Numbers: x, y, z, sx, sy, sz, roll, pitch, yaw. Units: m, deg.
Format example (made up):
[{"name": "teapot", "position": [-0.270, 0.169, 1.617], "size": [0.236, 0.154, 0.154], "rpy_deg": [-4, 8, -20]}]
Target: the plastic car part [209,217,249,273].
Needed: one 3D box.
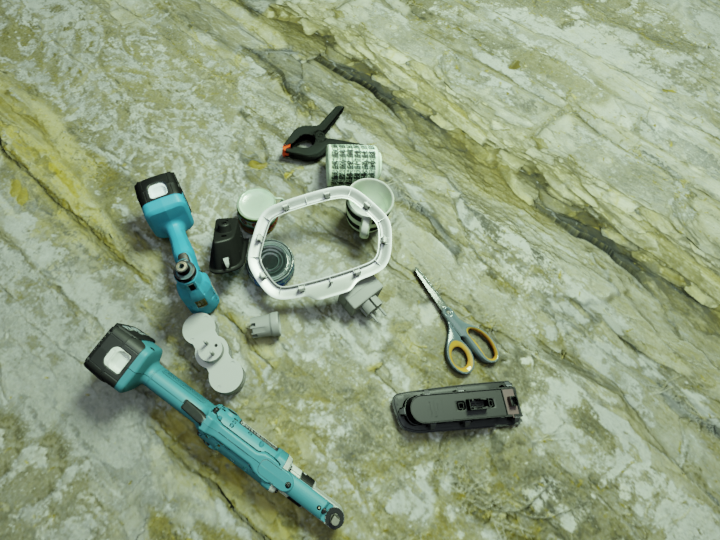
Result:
[{"name": "plastic car part", "position": [-0.227, -0.052, 0.717], "size": [0.065, 0.069, 0.121], "rpy_deg": [-5, 29, -9]}]

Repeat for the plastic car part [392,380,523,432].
[{"name": "plastic car part", "position": [0.153, 0.211, 0.648], "size": [0.202, 0.066, 0.068], "rpy_deg": [-4, 74, -2]}]

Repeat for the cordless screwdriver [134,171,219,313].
[{"name": "cordless screwdriver", "position": [-0.304, -0.056, 0.697], "size": [0.073, 0.156, 0.258], "rpy_deg": [-23, 67, -16]}]

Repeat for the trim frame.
[{"name": "trim frame", "position": [-0.069, -0.045, 0.710], "size": [0.248, 0.027, 0.187], "rpy_deg": [-16, 78, -1]}]

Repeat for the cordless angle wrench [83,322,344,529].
[{"name": "cordless angle wrench", "position": [-0.203, 0.228, 0.612], "size": [0.429, 0.096, 0.074], "rpy_deg": [34, 76, 7]}]
